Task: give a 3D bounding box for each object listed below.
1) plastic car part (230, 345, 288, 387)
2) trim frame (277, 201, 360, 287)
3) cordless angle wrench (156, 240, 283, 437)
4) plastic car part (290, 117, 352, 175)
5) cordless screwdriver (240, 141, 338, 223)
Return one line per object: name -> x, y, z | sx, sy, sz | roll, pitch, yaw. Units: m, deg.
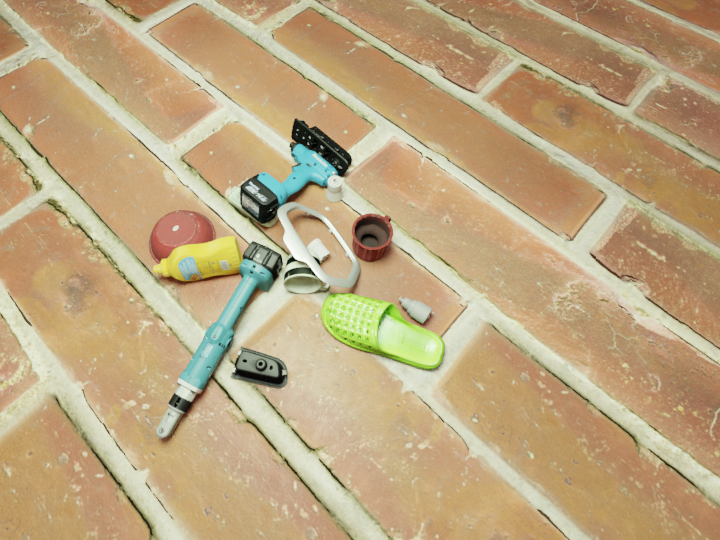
plastic car part -> -0.205, 0.194, 0.856 | 0.118, 0.069, 0.067 | 12, 67, 8
trim frame -> -0.093, -0.061, 0.951 | 0.176, 0.028, 0.257 | -9, 59, -52
cordless angle wrench -> -0.293, 0.138, 0.876 | 0.075, 0.096, 0.424 | 25, 70, 4
plastic car part -> -0.097, -0.325, 1.119 | 0.065, 0.066, 0.211 | -25, 63, -41
cordless screwdriver -> -0.192, -0.230, 1.045 | 0.165, 0.073, 0.244 | 42, 58, 17
